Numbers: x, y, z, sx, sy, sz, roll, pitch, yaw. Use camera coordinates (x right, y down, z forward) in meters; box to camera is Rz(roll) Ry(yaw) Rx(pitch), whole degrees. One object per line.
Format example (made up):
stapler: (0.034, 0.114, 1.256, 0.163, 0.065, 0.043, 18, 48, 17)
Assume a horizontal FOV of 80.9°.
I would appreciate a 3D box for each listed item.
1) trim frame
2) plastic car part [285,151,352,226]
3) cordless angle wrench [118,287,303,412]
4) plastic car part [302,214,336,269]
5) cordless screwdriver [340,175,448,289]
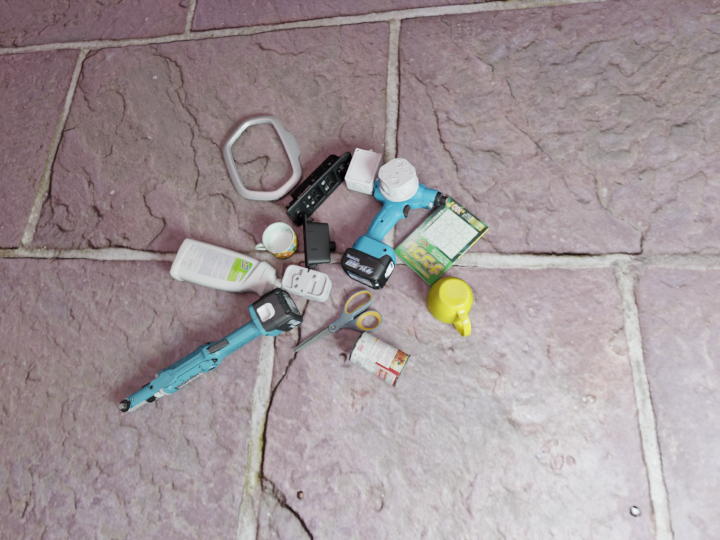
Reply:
trim frame: (-0.241, -0.279, 1.041, 0.185, 0.026, 0.257, -26, 68, 2)
plastic car part: (-0.097, -0.196, 0.974, 0.202, 0.063, 0.071, -43, 47, -4)
cordless angle wrench: (-0.321, 0.181, 0.882, 0.424, 0.094, 0.077, -32, 73, 4)
plastic car part: (-0.091, -0.059, 0.930, 0.070, 0.065, 0.119, -6, 75, -9)
cordless screwdriver: (0.070, -0.081, 0.888, 0.166, 0.071, 0.250, 18, 73, 24)
